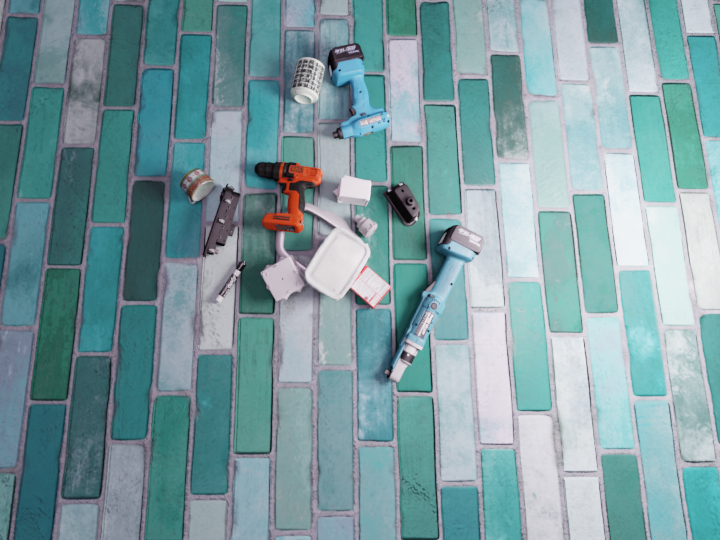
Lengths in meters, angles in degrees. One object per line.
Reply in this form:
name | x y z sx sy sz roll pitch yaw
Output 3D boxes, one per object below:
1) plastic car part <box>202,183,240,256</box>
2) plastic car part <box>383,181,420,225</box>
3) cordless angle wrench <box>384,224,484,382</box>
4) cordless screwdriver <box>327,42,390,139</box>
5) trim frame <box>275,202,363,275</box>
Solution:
plastic car part | -0.355 -0.130 1.096 0.066 0.067 0.204 12 79 -12
plastic car part | 0.121 -0.181 1.113 0.065 0.070 0.119 -30 80 -7
cordless angle wrench | 0.177 0.088 1.068 0.098 0.074 0.423 28 82 1
cordless screwdriver | -0.033 -0.486 1.166 0.158 0.074 0.251 -19 85 -5
trim frame | -0.109 -0.071 1.110 0.252 0.027 0.184 33 81 6
